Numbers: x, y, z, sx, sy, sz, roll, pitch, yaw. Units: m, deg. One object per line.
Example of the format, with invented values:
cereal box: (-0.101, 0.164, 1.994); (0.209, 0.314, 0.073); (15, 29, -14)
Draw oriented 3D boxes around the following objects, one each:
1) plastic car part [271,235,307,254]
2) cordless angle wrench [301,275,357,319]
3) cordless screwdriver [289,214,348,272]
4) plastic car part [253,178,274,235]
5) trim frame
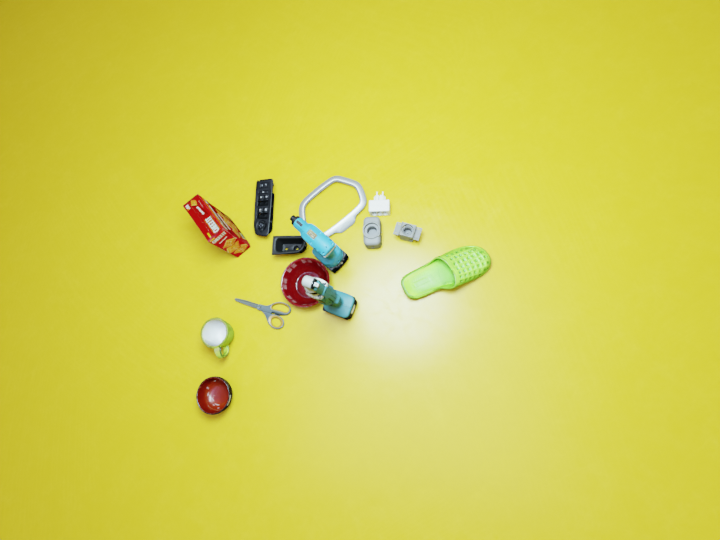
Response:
plastic car part: (-0.227, -0.078, 1.399); (0.119, 0.068, 0.067); (-1, 76, 12)
cordless angle wrench: (-0.091, 0.067, 1.145); (0.101, 0.409, 0.074); (20, 81, 13)
cordless screwdriver: (-0.126, -0.082, 1.284); (0.165, 0.240, 0.074); (41, 86, 16)
plastic car part: (-0.330, -0.212, 1.463); (0.068, 0.065, 0.206); (-1, 75, 11)
trim frame: (-0.098, -0.212, 1.427); (0.248, 0.026, 0.191); (-39, 70, 1)
